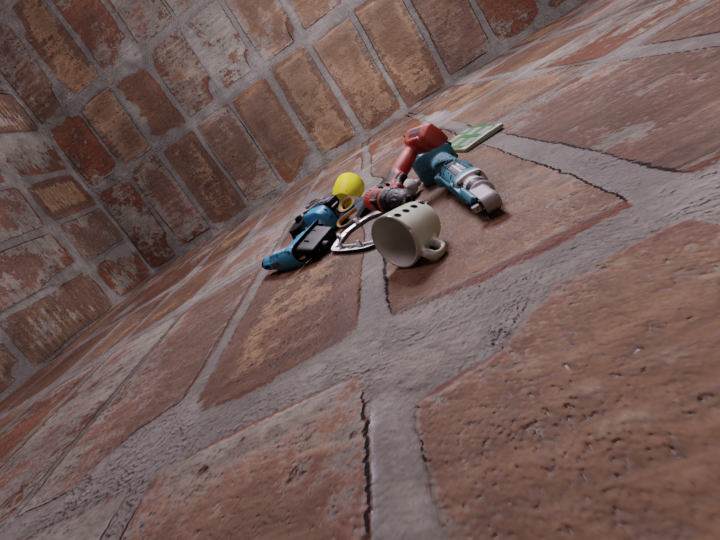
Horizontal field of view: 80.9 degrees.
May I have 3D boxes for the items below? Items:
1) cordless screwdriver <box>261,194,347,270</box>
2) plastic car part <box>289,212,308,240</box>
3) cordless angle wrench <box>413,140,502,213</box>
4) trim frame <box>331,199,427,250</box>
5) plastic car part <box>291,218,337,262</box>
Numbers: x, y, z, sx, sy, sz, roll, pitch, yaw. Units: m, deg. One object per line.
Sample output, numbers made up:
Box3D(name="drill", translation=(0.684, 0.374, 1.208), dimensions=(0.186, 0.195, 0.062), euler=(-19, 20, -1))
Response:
Box3D(name="cordless screwdriver", translation=(-0.146, -0.089, 1.090), dimensions=(0.165, 0.072, 0.247), euler=(-13, 31, 48))
Box3D(name="plastic car part", translation=(-0.168, -0.126, 1.240), dimensions=(0.067, 0.065, 0.207), euler=(-23, 22, 10))
Box3D(name="cordless angle wrench", translation=(0.175, -0.178, 0.786), dimensions=(0.099, 0.072, 0.432), euler=(-31, 21, 10))
Box3D(name="trim frame", translation=(0.031, -0.098, 0.887), dimensions=(0.182, 0.027, 0.258), euler=(-41, 18, -24))
Box3D(name="plastic car part", translation=(-0.094, -0.062, 0.966), dimensions=(0.074, 0.063, 0.116), euler=(-1, 37, 36))
